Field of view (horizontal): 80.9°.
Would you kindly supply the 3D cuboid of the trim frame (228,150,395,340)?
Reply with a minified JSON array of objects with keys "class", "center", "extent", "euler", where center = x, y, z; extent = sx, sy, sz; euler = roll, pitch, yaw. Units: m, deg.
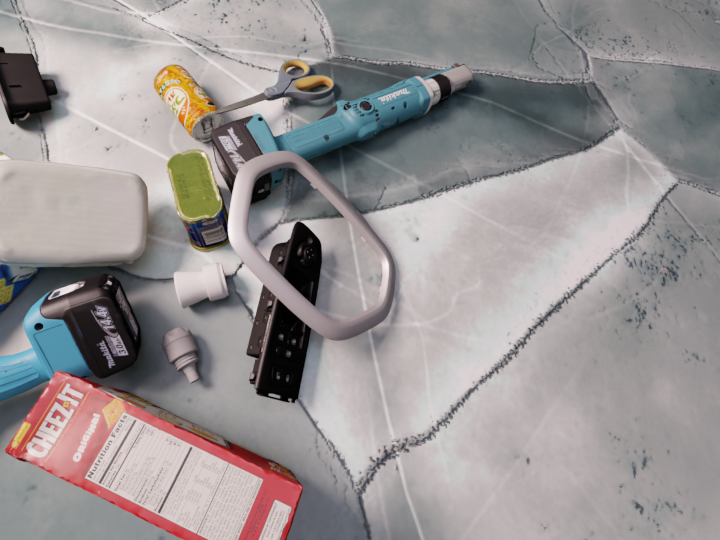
[{"class":"trim frame","center":[-0.049,-0.032,0.496],"extent":[0.243,0.028,0.184],"euler":[43,52,-13]}]

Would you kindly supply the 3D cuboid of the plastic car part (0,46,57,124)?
[{"class":"plastic car part","center":[-0.469,-0.259,0.592],"extent":[0.069,0.066,0.119],"euler":[-24,75,-31]}]

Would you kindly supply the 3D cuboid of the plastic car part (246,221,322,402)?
[{"class":"plastic car part","center":[-0.089,0.042,0.496],"extent":[0.063,0.070,0.205],"euler":[30,63,-39]}]

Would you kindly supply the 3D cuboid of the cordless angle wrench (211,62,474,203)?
[{"class":"cordless angle wrench","center":[-0.001,-0.220,0.610],"extent":[0.416,0.073,0.101],"euler":[-27,74,-18]}]

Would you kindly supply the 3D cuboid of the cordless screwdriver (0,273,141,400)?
[{"class":"cordless screwdriver","center":[-0.360,0.077,0.415],"extent":[0.245,0.078,0.154],"euler":[-26,111,-15]}]
